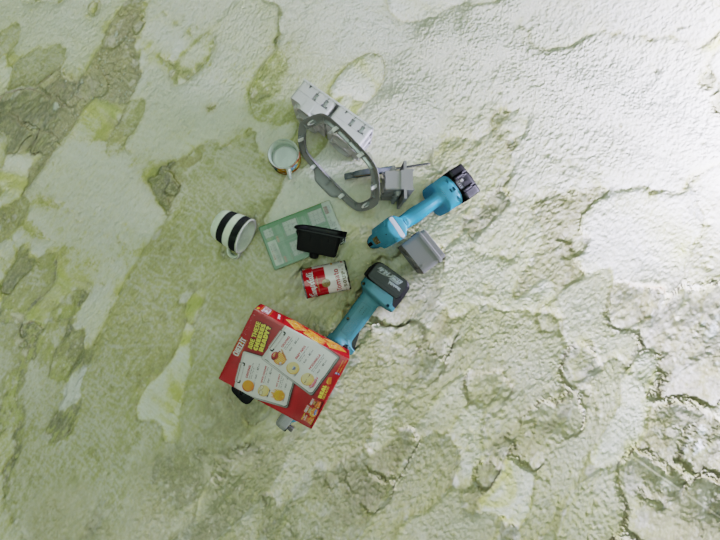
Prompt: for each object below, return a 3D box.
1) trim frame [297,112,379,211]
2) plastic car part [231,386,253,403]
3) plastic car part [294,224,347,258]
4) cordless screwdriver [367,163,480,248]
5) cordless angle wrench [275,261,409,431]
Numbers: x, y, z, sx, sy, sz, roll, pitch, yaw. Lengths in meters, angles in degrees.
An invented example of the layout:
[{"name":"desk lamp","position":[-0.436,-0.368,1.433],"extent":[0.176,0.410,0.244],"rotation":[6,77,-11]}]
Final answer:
[{"name":"trim frame","position":[-0.052,-0.229,0.916],"extent":[0.251,0.185,0.027],"rotation":[47,61,5]},{"name":"plastic car part","position":[-0.214,0.194,0.930],"extent":[0.066,0.067,0.203],"rotation":[33,91,-5]},{"name":"plastic car part","position":[-0.092,-0.060,0.944],"extent":[0.118,0.066,0.070],"rotation":[8,103,4]},{"name":"cordless screwdriver","position":[0.125,-0.127,0.923],"extent":[0.246,0.161,0.074],"rotation":[-35,92,-17]},{"name":"cordless angle wrench","position":[-0.053,0.172,0.925],"extent":[0.099,0.074,0.423],"rotation":[36,90,4]}]
